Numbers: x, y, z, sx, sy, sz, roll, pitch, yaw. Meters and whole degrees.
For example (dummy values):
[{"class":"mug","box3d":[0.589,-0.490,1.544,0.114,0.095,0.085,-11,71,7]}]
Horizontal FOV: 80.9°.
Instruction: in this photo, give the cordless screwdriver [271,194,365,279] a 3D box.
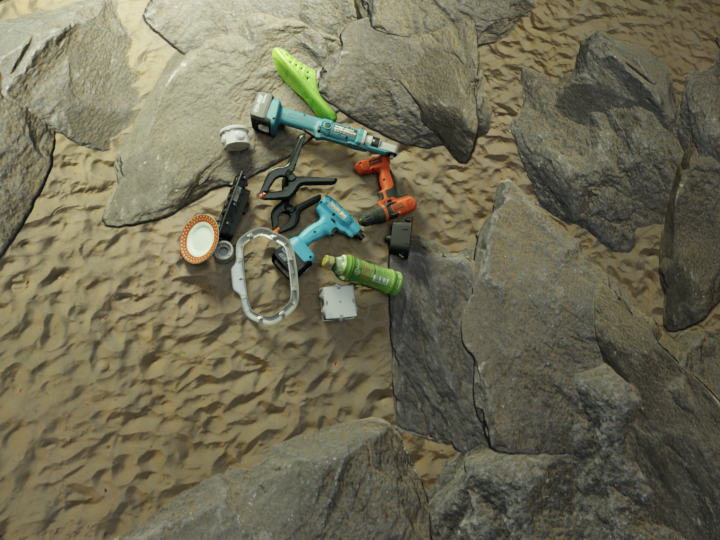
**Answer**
[{"class":"cordless screwdriver","box3d":[-0.111,-0.073,1.138,0.160,0.075,0.247,42,69,1]}]

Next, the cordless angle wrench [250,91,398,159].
[{"class":"cordless angle wrench","box3d":[-0.097,-0.396,1.197,0.423,0.074,0.099,16,75,0]}]

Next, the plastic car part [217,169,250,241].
[{"class":"plastic car part","box3d":[-0.340,-0.162,1.129,0.064,0.069,0.204,31,69,-32]}]

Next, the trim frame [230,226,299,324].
[{"class":"trim frame","box3d":[-0.243,0.014,1.066,0.190,0.027,0.248,-6,91,22]}]

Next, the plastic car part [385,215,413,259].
[{"class":"plastic car part","box3d":[0.107,-0.094,1.193,0.072,0.065,0.117,10,78,5]}]
